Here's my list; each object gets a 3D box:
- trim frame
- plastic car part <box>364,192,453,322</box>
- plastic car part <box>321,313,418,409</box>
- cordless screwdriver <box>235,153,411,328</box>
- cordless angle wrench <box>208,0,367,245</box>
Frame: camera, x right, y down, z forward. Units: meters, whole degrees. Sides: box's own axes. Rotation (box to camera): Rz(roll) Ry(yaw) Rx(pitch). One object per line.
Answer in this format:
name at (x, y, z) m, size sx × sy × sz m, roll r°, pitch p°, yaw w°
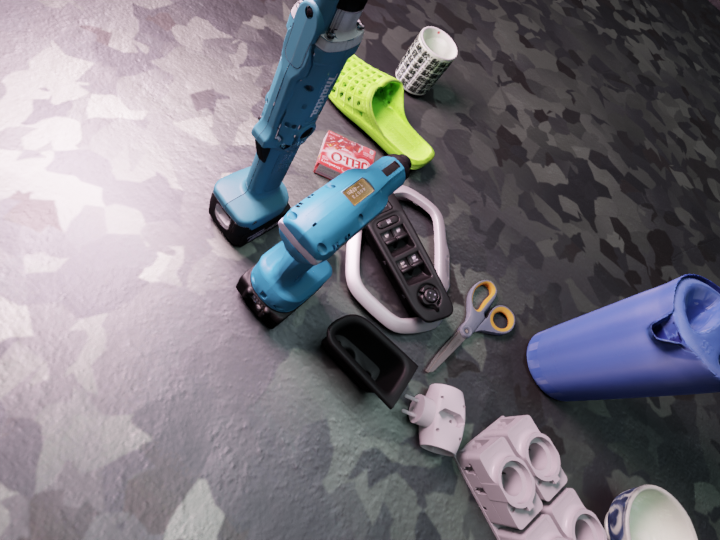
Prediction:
trim frame at (0.063, -0.025, 0.644) m, size 0.179 × 0.028 × 0.254 m, roll 14°, pitch 61°, yaw -16°
plastic car part at (0.056, -0.014, 0.612) m, size 0.064 × 0.067 × 0.207 m, roll -23°, pitch 76°, yaw -31°
plastic car part at (-0.001, 0.108, 0.526) m, size 0.117 × 0.071 × 0.065 m, roll 43°, pitch 57°, yaw 0°
cordless screwdriver at (-0.046, -0.030, 0.470) m, size 0.075 × 0.251 × 0.157 m, roll 48°, pitch 57°, yaw 0°
cordless angle wrench at (-0.071, -0.153, 0.416) m, size 0.096 × 0.427 × 0.075 m, roll -36°, pitch 87°, yaw -33°
